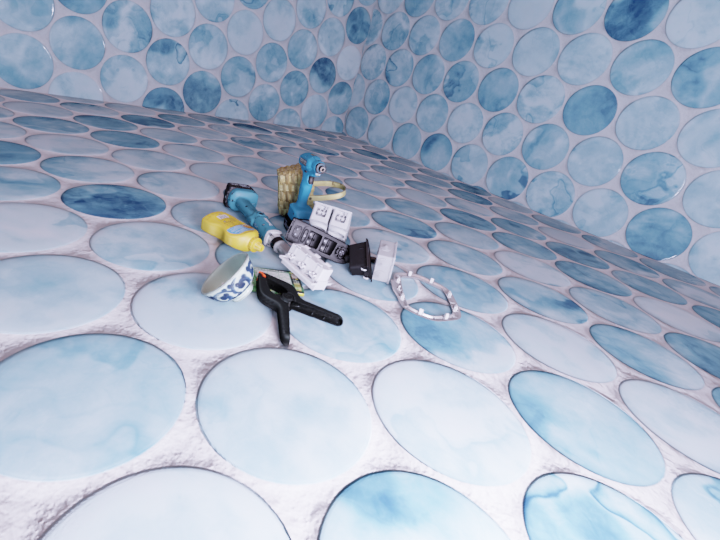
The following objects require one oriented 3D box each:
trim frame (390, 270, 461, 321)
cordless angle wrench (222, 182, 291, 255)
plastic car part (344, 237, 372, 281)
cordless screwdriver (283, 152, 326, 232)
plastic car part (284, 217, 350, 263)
[{"bbox_3d":[0.168,0.063,1.117,0.183,0.027,0.253,12,26,-4],"label":"trim frame"},{"bbox_3d":[-0.299,-0.145,1.251,0.093,0.073,0.448,1,29,-37],"label":"cordless angle wrench"},{"bbox_3d":[-0.007,-0.029,1.150,0.072,0.063,0.120,-10,48,6],"label":"plastic car part"},{"bbox_3d":[-0.161,-0.223,1.275,0.071,0.246,0.167,5,20,-27],"label":"cordless screwdriver"},{"bbox_3d":[-0.115,-0.075,1.180,0.197,0.066,0.069,25,-7,-17],"label":"plastic car part"}]
